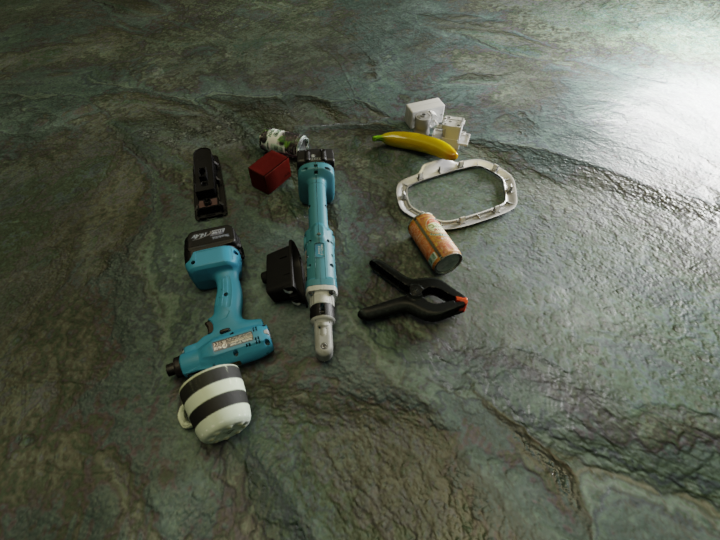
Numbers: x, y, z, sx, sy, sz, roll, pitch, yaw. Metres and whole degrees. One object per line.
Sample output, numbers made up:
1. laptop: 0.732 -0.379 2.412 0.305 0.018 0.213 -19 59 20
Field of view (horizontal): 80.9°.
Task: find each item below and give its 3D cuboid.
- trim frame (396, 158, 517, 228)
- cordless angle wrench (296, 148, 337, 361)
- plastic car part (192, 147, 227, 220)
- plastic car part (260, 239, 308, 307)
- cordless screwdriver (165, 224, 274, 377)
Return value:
1. trim frame: 0.194 -0.162 0.852 0.246 0.026 0.193 -19 51 -8
2. cordless angle wrench: -0.073 -0.048 0.746 0.074 0.095 0.437 -3 54 -5
3. plastic car part: -0.335 -0.198 0.910 0.066 0.064 0.212 -18 49 -3
4. plastic car part: -0.136 0.009 0.727 0.071 0.063 0.121 -20 48 5
5. cordless screwdriver: -0.248 0.048 0.694 0.157 0.072 0.260 -18 55 -10
